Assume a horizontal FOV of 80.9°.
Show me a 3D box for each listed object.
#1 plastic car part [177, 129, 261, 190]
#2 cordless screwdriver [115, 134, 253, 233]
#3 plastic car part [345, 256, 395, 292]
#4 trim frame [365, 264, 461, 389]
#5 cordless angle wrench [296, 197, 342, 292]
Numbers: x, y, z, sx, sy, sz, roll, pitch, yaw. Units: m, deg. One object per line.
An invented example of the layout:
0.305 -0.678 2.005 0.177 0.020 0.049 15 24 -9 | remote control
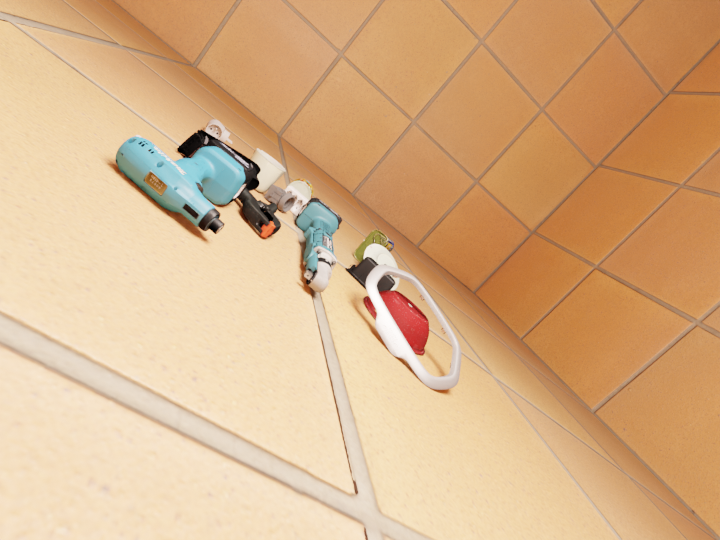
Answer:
-0.267 -0.210 0.855 0.069 0.067 0.194 55 15 19 | plastic car part
-0.230 -0.129 0.636 0.159 0.074 0.249 40 15 -4 | cordless screwdriver
0.034 0.012 0.963 0.121 0.071 0.064 41 12 17 | plastic car part
0.097 0.095 0.763 0.177 0.028 0.255 -14 68 -50 | trim frame
-0.083 -0.054 0.844 0.095 0.074 0.433 37 14 -17 | cordless angle wrench
